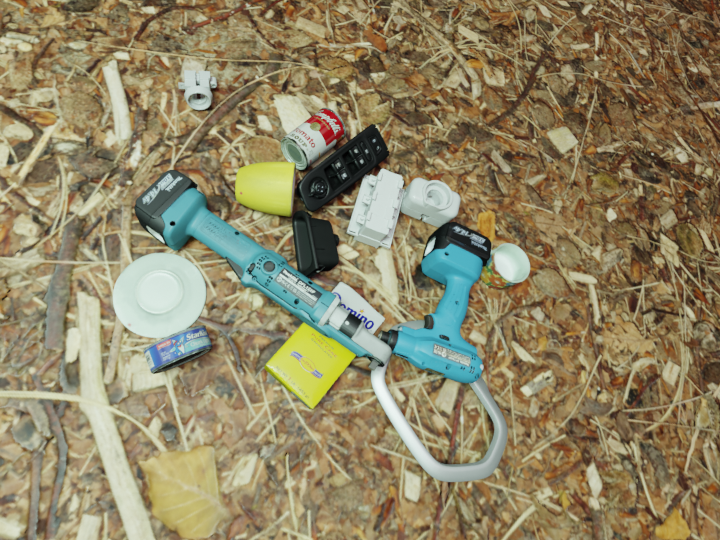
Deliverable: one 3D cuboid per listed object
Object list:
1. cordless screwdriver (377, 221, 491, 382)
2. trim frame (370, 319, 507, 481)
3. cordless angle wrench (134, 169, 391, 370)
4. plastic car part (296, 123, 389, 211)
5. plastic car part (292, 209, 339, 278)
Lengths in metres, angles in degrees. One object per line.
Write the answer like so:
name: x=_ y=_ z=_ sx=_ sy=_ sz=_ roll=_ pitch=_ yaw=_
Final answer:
cordless screwdriver: x=0.123 y=0.038 z=0.682 sx=0.157 sy=0.074 sz=0.252 roll=19 pitch=62 yaw=-7
trim frame: x=0.121 y=0.193 z=0.648 sx=0.180 sy=0.027 sz=0.256 roll=-28 pitch=72 yaw=-27
cordless angle wrench: x=-0.137 y=0.004 z=0.621 sx=0.430 sy=0.073 sz=0.097 roll=34 pitch=66 yaw=8
plastic car part: x=-0.041 y=-0.179 z=0.741 sx=0.201 sy=0.071 sz=0.063 roll=-46 pitch=124 yaw=-27
plastic car part: x=-0.068 y=-0.044 z=0.695 sx=0.068 sy=0.067 sz=0.119 roll=5 pitch=65 yaw=-30
